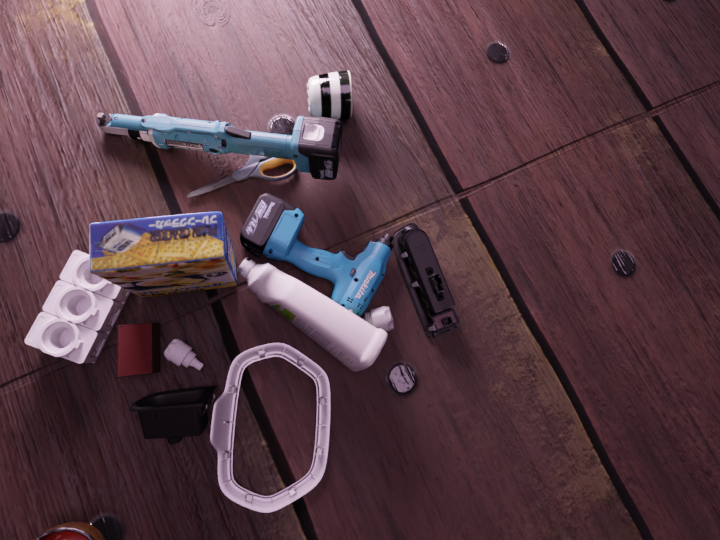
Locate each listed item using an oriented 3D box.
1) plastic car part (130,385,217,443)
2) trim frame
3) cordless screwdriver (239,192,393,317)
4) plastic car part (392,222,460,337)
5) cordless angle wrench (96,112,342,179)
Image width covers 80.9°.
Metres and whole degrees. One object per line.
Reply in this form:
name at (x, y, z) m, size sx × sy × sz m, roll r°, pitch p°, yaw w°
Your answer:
plastic car part at (-0.275, 0.221, 0.632) m, size 0.117 × 0.066 × 0.071 m, roll -10°, pitch 94°, yaw 3°
trim frame at (-0.139, 0.241, 0.662) m, size 0.182 × 0.027 × 0.251 m, roll 5°, pitch 77°, yaw -5°
cordless screwdriver at (-0.070, -0.046, 0.718) m, size 0.247 × 0.075 × 0.159 m, roll 32°, pitch 74°, yaw -4°
plastic car part at (0.114, 0.011, 0.735) m, size 0.066 × 0.066 × 0.207 m, roll -20°, pitch 77°, yaw -6°
cordless angle wrench at (-0.245, -0.229, 0.725) m, size 0.426 × 0.096 × 0.075 m, roll 8°, pitch 74°, yaw 4°
